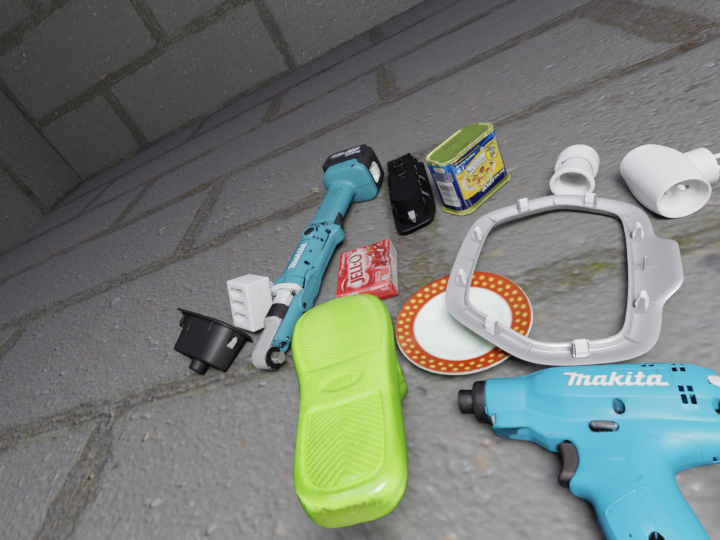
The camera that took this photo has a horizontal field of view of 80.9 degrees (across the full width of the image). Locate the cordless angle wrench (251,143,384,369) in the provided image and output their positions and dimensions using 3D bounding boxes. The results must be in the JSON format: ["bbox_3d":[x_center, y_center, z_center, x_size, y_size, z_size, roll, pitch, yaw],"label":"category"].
[{"bbox_3d":[-0.061,-0.040,0.626,0.102,0.071,0.427,-10,41,30],"label":"cordless angle wrench"}]

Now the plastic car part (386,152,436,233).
[{"bbox_3d":[0.072,-0.132,0.650,0.067,0.064,0.209,-15,38,11],"label":"plastic car part"}]

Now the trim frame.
[{"bbox_3d":[0.185,-0.010,0.404,0.193,0.026,0.247,5,40,30],"label":"trim frame"}]

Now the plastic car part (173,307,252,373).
[{"bbox_3d":[-0.209,0.101,0.571,0.123,0.062,0.071,9,64,41],"label":"plastic car part"}]

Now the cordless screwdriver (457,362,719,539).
[{"bbox_3d":[0.124,0.155,0.223,0.165,0.071,0.250,-11,34,28],"label":"cordless screwdriver"}]
